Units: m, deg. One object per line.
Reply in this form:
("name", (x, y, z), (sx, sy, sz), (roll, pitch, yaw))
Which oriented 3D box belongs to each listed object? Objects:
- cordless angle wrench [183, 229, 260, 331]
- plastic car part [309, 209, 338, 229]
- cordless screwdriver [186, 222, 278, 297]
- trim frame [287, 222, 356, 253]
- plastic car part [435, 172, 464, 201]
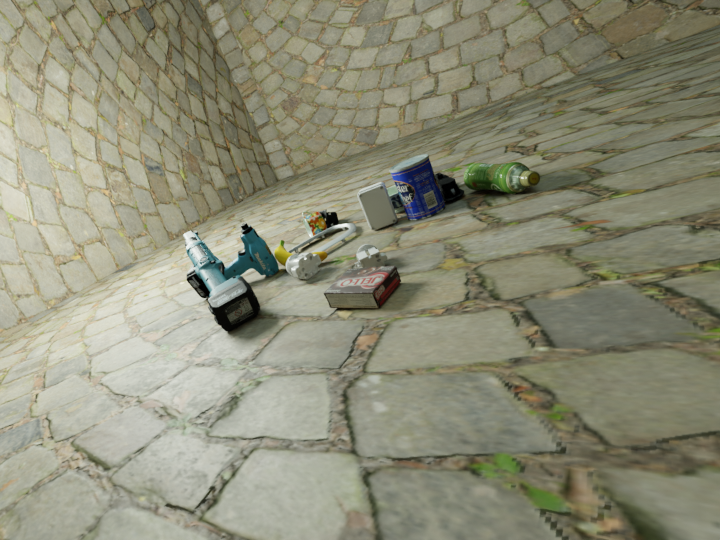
("cordless angle wrench", (-0.372, -0.007, 1.037), (0.096, 0.071, 0.448), (-30, 39, -19))
("plastic car part", (-0.117, -0.168, 1.402), (0.068, 0.065, 0.122), (-17, 9, -35))
("cordless screwdriver", (-0.363, -0.027, 1.157), (0.254, 0.153, 0.075), (-19, 25, 18))
("trim frame", (-0.118, -0.077, 1.206), (0.244, 0.027, 0.193), (-34, 23, -23))
("plastic car part", (0.232, -0.235, 1.171), (0.066, 0.065, 0.208), (-16, 22, 1))
